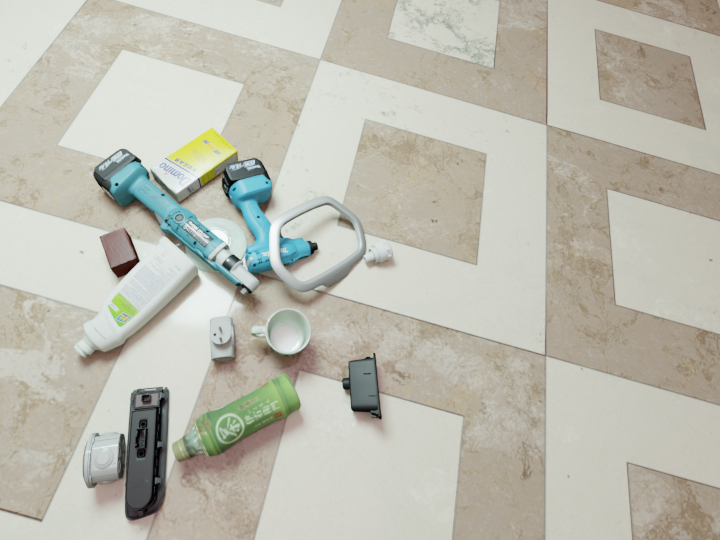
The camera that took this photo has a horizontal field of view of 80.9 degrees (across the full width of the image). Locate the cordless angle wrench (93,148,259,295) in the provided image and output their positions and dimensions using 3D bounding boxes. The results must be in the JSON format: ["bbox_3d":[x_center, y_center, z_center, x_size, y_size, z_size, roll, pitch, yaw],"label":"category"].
[{"bbox_3d":[-0.369,-0.095,0.868,0.434,0.073,0.097,37,68,13],"label":"cordless angle wrench"}]

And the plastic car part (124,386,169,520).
[{"bbox_3d":[-0.360,0.301,0.708,0.064,0.067,0.208,0,68,-19],"label":"plastic car part"}]

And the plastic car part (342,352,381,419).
[{"bbox_3d":[0.002,0.220,0.800,0.071,0.064,0.120,-8,63,1],"label":"plastic car part"}]

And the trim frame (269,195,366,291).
[{"bbox_3d":[-0.088,-0.057,0.896,0.243,0.028,0.184,-32,92,-35],"label":"trim frame"}]

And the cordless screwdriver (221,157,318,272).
[{"bbox_3d":[-0.201,-0.123,0.921,0.154,0.074,0.255,-15,72,-26],"label":"cordless screwdriver"}]
